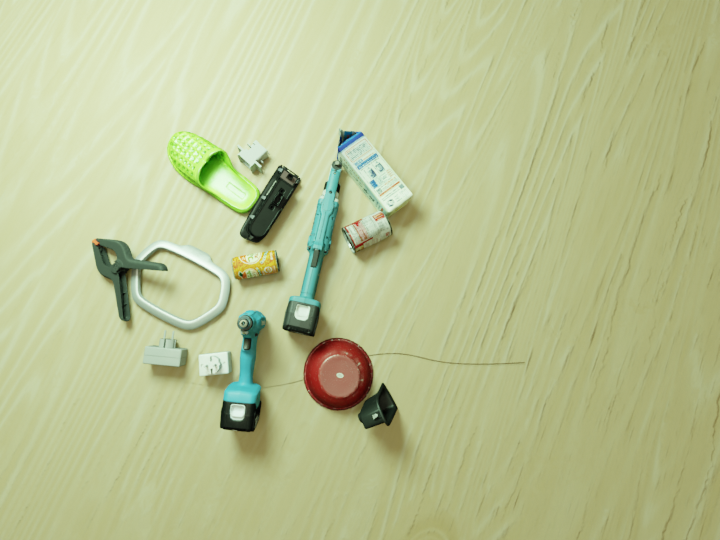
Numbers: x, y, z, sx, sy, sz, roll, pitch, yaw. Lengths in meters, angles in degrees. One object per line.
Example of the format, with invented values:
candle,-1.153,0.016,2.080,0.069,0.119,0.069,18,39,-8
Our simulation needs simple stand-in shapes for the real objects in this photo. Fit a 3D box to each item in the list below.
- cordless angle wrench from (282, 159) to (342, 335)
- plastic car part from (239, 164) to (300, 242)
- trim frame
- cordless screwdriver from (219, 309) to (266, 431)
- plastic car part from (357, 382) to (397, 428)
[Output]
cordless angle wrench,-0.097,-0.063,0.991,0.074,0.097,0.427,12,76,-1
plastic car part,-0.212,-0.154,1.013,0.063,0.070,0.203,34,85,-28
trim frame,-0.428,0.030,1.001,0.252,0.027,0.184,25,82,6
cordless screwdriver,-0.247,0.210,0.900,0.074,0.158,0.250,5,82,-4
plastic car part,0.030,0.302,0.912,0.072,0.113,0.067,-32,85,16
